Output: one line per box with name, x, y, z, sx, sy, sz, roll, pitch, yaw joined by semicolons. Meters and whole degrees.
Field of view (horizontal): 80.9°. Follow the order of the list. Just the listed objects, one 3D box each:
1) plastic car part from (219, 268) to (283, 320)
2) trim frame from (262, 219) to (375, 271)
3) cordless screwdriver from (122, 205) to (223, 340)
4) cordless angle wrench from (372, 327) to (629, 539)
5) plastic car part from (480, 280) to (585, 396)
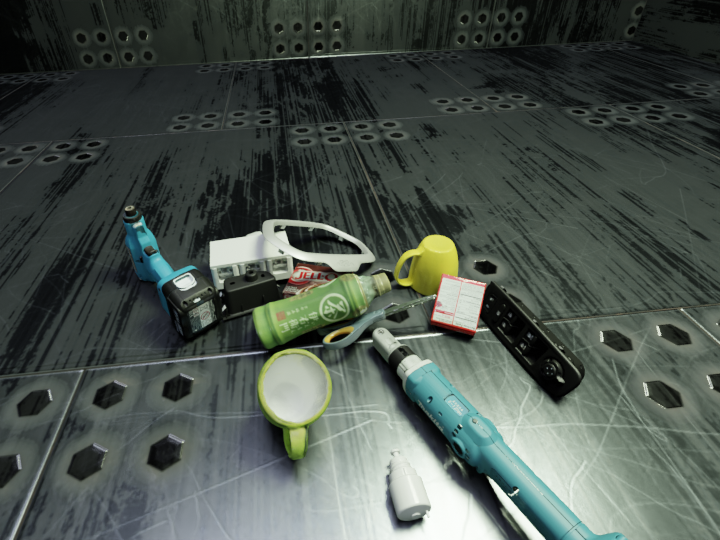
plastic car part;-0.199;0.032;0.757;0.114;0.068;0.069;-17;42;-15
trim frame;-0.080;-0.053;0.821;0.236;0.027;0.195;1;28;-45
cordless screwdriver;-0.342;-0.004;0.740;0.072;0.154;0.263;-30;48;-34
cordless angle wrench;0.139;0.206;0.513;0.073;0.094;0.448;-22;40;-22
plastic car part;0.266;0.106;0.658;0.064;0.066;0.213;12;30;-28
